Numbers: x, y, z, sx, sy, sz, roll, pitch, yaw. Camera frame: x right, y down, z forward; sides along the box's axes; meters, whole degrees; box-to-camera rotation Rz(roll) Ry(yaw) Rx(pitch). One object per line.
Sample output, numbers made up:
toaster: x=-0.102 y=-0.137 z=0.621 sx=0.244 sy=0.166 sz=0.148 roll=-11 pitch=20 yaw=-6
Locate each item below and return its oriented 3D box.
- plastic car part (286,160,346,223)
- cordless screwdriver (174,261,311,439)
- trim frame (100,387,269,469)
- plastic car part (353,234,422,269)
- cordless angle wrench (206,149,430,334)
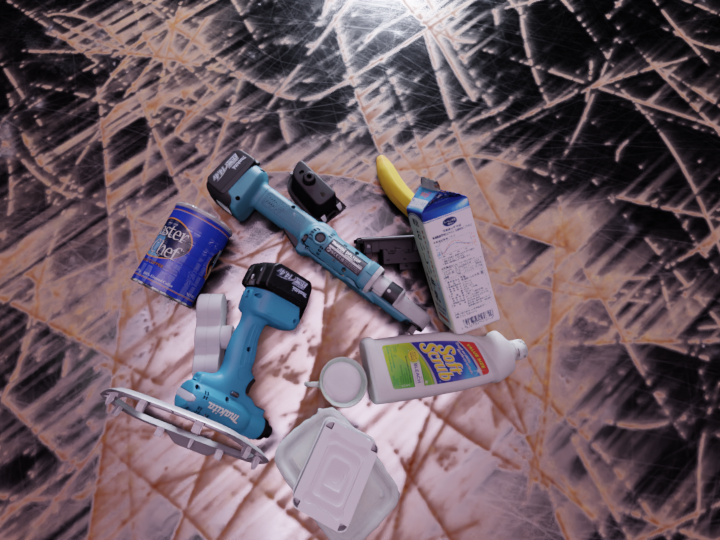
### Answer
plastic car part: x=-0.084 y=-0.143 z=0.736 sx=0.065 sy=0.070 sz=0.119 roll=-40 pitch=81 yaw=-14
cordless screwdriver: x=-0.151 y=0.120 z=0.639 sx=0.151 sy=0.078 sz=0.250 roll=40 pitch=62 yaw=-34
trim frame: x=-0.240 y=0.215 z=0.570 sx=0.251 sy=0.180 sz=0.028 roll=18 pitch=56 yaw=4
plastic car part: x=0.095 y=-0.037 z=0.708 sx=0.202 sy=0.066 sz=0.067 roll=-7 pitch=84 yaw=-3
cordless angle wrench: x=-0.068 y=-0.044 z=0.692 sx=0.434 sy=0.073 sz=0.097 roll=36 pitch=76 yaw=13
